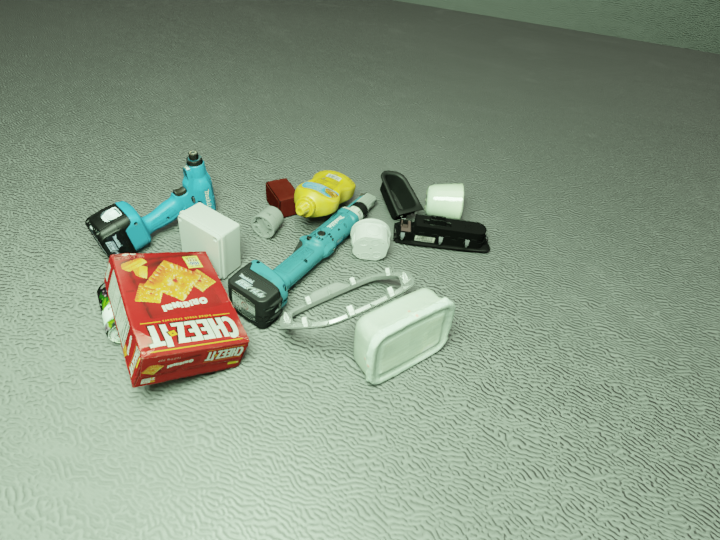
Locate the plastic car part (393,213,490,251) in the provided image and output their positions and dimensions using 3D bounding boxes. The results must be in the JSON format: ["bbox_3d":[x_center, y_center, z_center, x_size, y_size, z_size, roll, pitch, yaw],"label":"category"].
[{"bbox_3d":[0.177,-0.085,0.899,0.204,0.065,0.067,11,38,2],"label":"plastic car part"}]

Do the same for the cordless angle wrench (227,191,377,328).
[{"bbox_3d":[-0.082,-0.054,0.842,0.102,0.072,0.417,27,47,20],"label":"cordless angle wrench"}]

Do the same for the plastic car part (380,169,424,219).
[{"bbox_3d":[0.080,-0.162,0.957,0.064,0.070,0.121,-14,64,-21],"label":"plastic car part"}]

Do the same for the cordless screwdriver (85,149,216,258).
[{"bbox_3d":[-0.400,-0.127,0.827,0.078,0.155,0.244,37,55,25],"label":"cordless screwdriver"}]

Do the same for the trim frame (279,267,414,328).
[{"bbox_3d":[-0.023,0.044,0.716,0.243,0.027,0.191,-25,14,-22],"label":"trim frame"}]
